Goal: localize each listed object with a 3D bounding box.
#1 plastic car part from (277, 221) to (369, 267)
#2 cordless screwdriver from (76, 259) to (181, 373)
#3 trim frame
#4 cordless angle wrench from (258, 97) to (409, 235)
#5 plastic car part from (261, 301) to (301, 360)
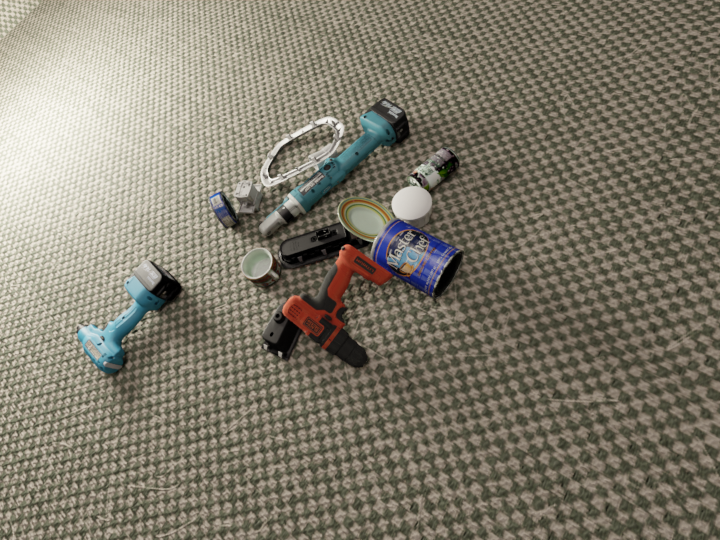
[{"bbox_3d":[-0.089,-0.058,0.905,0.206,0.064,0.068,-19,68,11],"label":"plastic car part"},{"bbox_3d":[-0.541,0.090,0.970,0.167,0.071,0.248,30,80,28],"label":"cordless screwdriver"},{"bbox_3d":[-0.147,-0.289,1.022,0.255,0.026,0.189,-18,51,25],"label":"trim frame"},{"bbox_3d":[-0.069,-0.225,0.979,0.422,0.071,0.103,-42,60,-3],"label":"cordless angle wrench"},{"bbox_3d":[-0.154,0.107,0.835,0.069,0.068,0.117,19,74,22],"label":"plastic car part"}]
